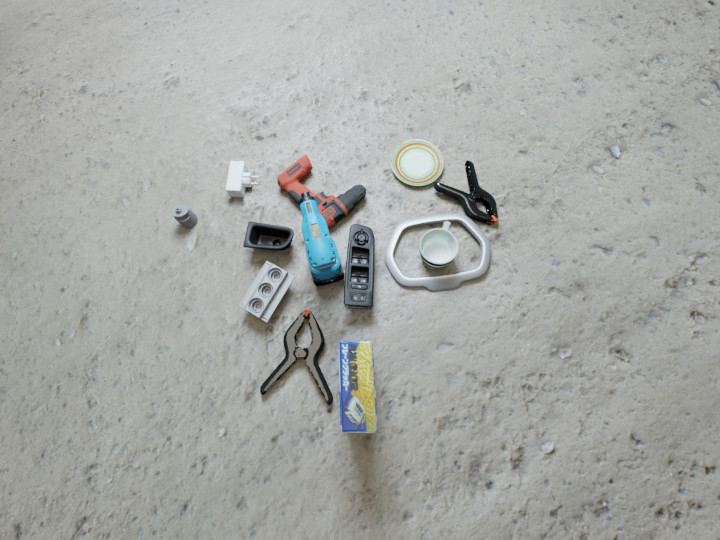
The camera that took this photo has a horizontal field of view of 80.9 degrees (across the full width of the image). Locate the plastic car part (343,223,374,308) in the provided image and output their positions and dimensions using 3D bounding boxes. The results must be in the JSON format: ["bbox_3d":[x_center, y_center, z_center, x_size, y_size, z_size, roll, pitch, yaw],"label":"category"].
[{"bbox_3d":[-0.001,-0.009,0.993,0.067,0.065,0.206,2,74,3],"label":"plastic car part"}]

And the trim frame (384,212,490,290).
[{"bbox_3d":[0.182,-0.045,1.008,0.249,0.027,0.188,-9,73,2],"label":"trim frame"}]

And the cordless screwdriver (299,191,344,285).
[{"bbox_3d":[-0.090,-0.059,0.923,0.074,0.244,0.163,-15,76,-4],"label":"cordless screwdriver"}]

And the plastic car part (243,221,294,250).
[{"bbox_3d":[-0.216,-0.073,1.028,0.118,0.069,0.067,8,76,6],"label":"plastic car part"}]
